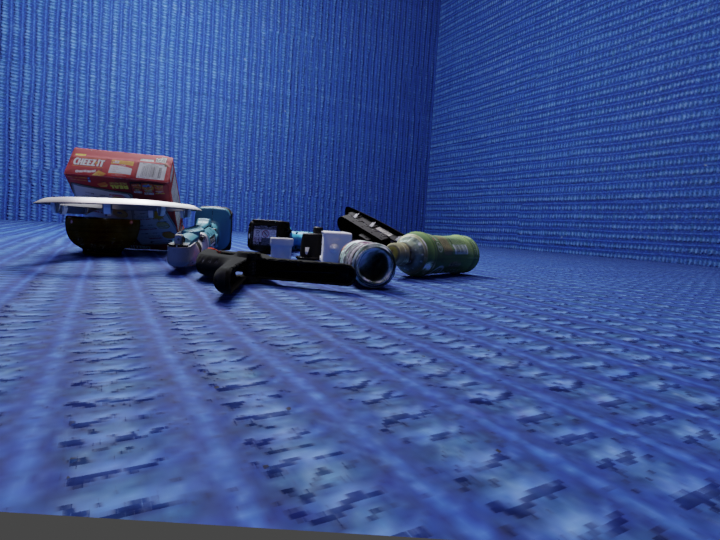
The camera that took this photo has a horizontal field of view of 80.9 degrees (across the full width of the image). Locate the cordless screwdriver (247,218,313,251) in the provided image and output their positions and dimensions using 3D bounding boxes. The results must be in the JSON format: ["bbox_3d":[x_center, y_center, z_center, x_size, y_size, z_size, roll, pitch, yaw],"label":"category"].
[{"bbox_3d":[-0.216,-0.083,1.077,0.163,0.074,0.242,5,2,13],"label":"cordless screwdriver"}]

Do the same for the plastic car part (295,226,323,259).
[{"bbox_3d":[-0.089,-0.058,0.907,0.069,0.071,0.112,4,2,27],"label":"plastic car part"}]

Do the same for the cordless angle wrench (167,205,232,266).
[{"bbox_3d":[-0.273,-0.055,0.727,0.073,0.097,0.434,3,10,-13],"label":"cordless angle wrench"}]

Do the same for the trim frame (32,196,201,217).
[{"bbox_3d":[-0.347,-0.091,0.627,0.187,0.027,0.247,3,7,6],"label":"trim frame"}]

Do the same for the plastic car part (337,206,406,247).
[{"bbox_3d":[0.016,-0.083,0.971,0.065,0.064,0.215,-23,42,-29],"label":"plastic car part"}]
